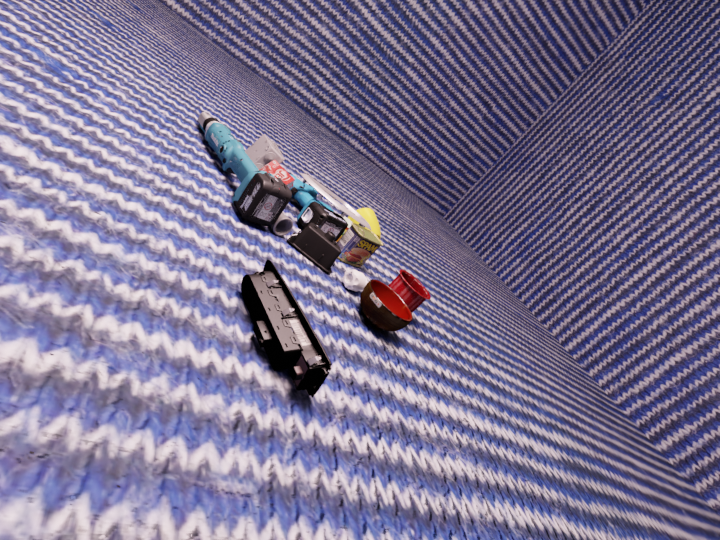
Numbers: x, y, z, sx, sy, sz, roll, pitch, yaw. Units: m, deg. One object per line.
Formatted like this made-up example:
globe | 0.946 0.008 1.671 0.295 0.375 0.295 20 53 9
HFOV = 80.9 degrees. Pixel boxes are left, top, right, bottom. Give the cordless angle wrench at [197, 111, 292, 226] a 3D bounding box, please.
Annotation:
cordless angle wrench | -0.286 -0.256 0.936 0.070 0.098 0.446 16 27 -47

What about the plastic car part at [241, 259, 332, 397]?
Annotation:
plastic car part | -0.113 0.070 0.566 0.064 0.065 0.214 -4 43 -30

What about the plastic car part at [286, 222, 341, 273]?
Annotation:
plastic car part | -0.087 -0.057 0.893 0.116 0.071 0.066 37 19 -4

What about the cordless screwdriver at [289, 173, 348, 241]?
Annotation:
cordless screwdriver | -0.142 -0.168 1.047 0.150 0.074 0.262 25 20 -40

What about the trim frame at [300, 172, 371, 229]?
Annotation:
trim frame | -0.061 -0.172 1.075 0.234 0.027 0.194 25 18 -50
